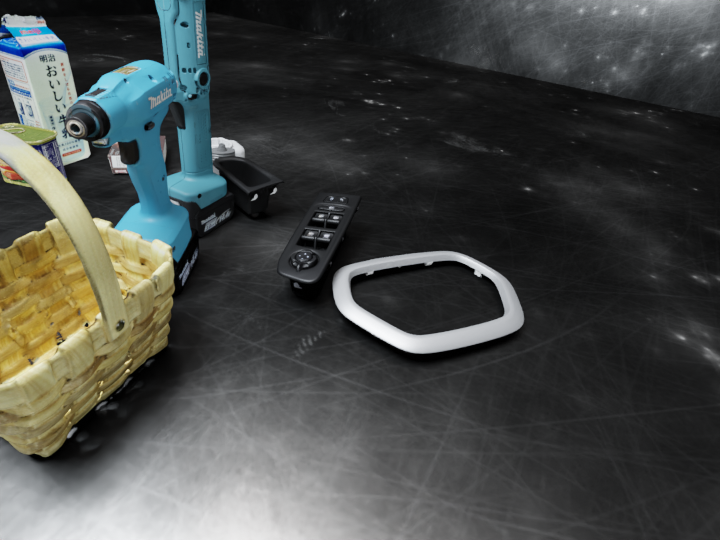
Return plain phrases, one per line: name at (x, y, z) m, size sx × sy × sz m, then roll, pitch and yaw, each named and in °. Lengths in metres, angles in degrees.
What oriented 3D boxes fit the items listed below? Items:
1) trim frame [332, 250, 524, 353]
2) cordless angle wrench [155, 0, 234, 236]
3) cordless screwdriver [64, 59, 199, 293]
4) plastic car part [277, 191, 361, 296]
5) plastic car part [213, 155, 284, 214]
trim frame at (0.085, 0.028, 0.529) m, size 0.241 × 0.027 × 0.194 m, roll -11°, pitch 39°, yaw -22°
cordless angle wrench at (-0.218, -0.243, 0.529) m, size 0.077 × 0.413 × 0.097 m, roll 22°, pitch 37°, yaw 17°
cordless screwdriver at (-0.233, -0.078, 0.446) m, size 0.074 × 0.243 × 0.163 m, roll 7°, pitch 35°, yaw -4°
plastic car part at (-0.055, -0.036, 0.565) m, size 0.067 × 0.065 × 0.204 m, roll 13°, pitch 36°, yaw 7°
plastic car part at (-0.185, -0.130, 0.672) m, size 0.064 × 0.069 × 0.123 m, roll -26°, pitch 47°, yaw -38°
